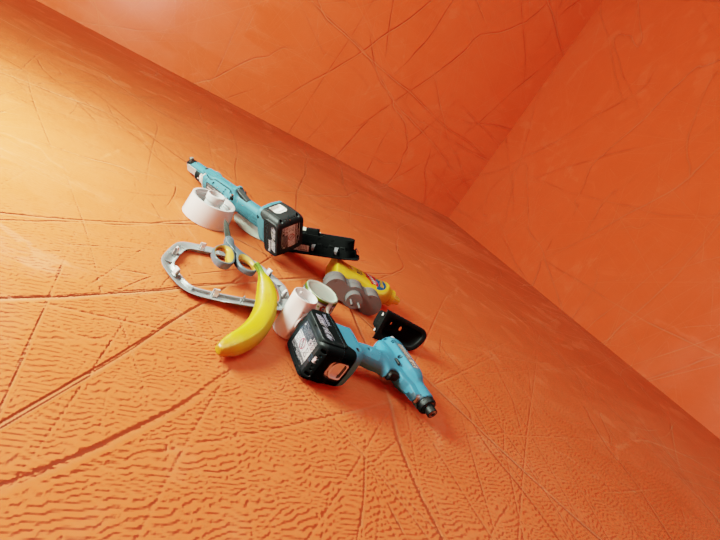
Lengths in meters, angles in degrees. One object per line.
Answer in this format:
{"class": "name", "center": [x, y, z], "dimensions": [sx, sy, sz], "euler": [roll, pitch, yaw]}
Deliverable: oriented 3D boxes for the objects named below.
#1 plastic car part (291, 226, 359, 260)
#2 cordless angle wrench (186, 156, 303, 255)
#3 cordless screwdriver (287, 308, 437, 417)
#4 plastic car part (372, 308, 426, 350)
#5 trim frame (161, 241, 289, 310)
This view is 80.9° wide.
{"class": "plastic car part", "center": [-0.096, -0.063, 0.986], "dimensions": [0.208, 0.066, 0.065], "euler": [14, 9, 12]}
{"class": "cordless angle wrench", "center": [-0.302, -0.176, 1.010], "dimensions": [0.072, 0.095, 0.446], "euler": [-26, 47, -37]}
{"class": "cordless screwdriver", "center": [0.012, 0.156, 0.678], "dimensions": [0.235, 0.074, 0.168], "euler": [23, 20, -38]}
{"class": "plastic car part", "center": [0.073, 0.122, 0.898], "dimensions": [0.111, 0.066, 0.074], "euler": [27, 4, -26]}
{"class": "trim frame", "center": [-0.230, 0.009, 0.749], "dimensions": [0.235, 0.027, 0.194], "euler": [18, 23, -40]}
